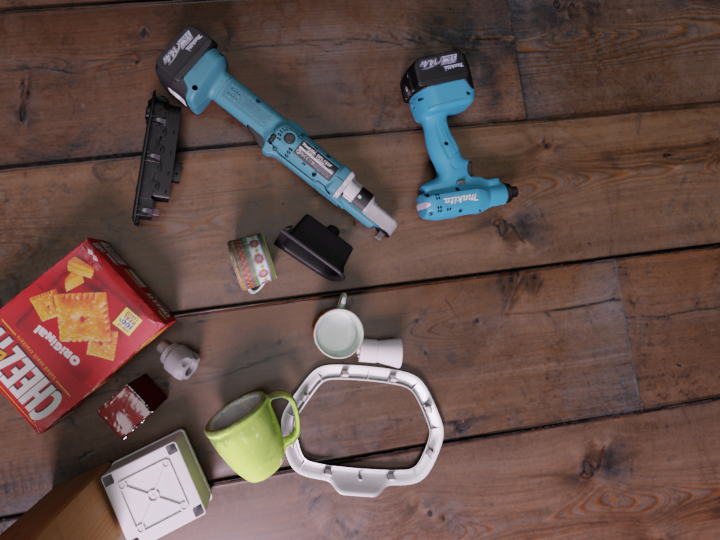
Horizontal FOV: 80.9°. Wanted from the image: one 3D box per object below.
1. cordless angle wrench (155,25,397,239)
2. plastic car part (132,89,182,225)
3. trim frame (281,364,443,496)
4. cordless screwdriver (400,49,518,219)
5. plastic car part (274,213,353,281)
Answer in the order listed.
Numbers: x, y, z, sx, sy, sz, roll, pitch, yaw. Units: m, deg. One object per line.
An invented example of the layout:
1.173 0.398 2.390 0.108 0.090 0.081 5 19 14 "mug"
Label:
-0.112 -0.193 0.644 0.420 0.075 0.098 38 82 -3 "cordless angle wrench"
-0.299 -0.168 0.626 0.065 0.068 0.204 3 85 -18 "plastic car part"
0.005 0.238 0.633 0.246 0.028 0.185 7 85 -6 "trim frame"
0.155 -0.210 0.667 0.158 0.075 0.249 -9 90 -7 "cordless screwdriver"
-0.063 -0.041 0.641 0.115 0.066 0.071 32 68 -6 "plastic car part"
